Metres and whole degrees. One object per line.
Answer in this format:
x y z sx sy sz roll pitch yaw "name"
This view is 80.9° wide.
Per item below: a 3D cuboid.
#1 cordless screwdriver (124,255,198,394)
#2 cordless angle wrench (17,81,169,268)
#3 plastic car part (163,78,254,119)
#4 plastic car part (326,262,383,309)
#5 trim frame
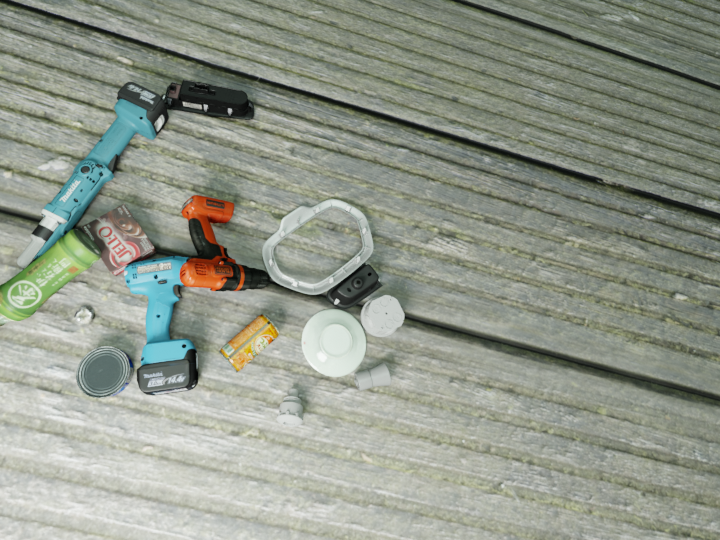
-0.335 0.090 0.772 0.156 0.074 0.256 -11 69 -16 "cordless screwdriver"
-0.534 -0.188 0.839 0.098 0.074 0.425 25 70 -3 "cordless angle wrench"
-0.338 -0.392 0.955 0.199 0.067 0.068 10 63 -11 "plastic car part"
-0.008 0.029 0.856 0.115 0.071 0.067 -35 82 -24 "plastic car part"
-0.086 -0.057 0.885 0.245 0.027 0.191 -37 70 -18 "trim frame"
